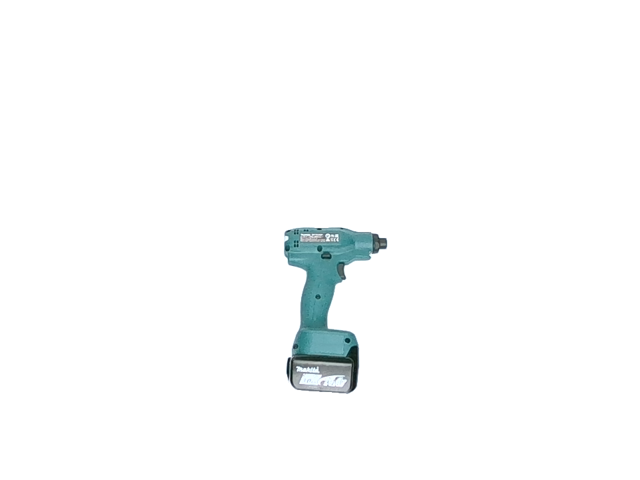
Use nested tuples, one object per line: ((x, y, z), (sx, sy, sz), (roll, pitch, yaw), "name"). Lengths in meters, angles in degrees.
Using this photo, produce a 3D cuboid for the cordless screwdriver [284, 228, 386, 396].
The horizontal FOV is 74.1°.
((0.025, 0.097, 0.623), (0.159, 0.248, 0.074), (0, -23, -1), "cordless screwdriver")
